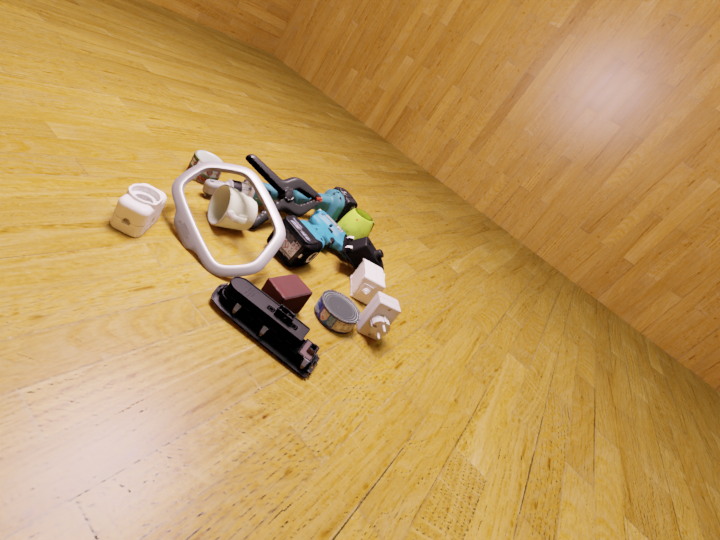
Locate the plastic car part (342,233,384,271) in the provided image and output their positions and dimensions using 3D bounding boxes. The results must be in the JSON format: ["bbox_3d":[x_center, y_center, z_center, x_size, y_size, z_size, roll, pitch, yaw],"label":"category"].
[{"bbox_3d":[0.015,-0.034,0.983,0.111,0.073,0.067,51,30,-28],"label":"plastic car part"}]

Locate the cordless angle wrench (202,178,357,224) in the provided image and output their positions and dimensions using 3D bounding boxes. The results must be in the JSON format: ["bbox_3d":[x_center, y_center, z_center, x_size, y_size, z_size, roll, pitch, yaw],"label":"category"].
[{"bbox_3d":[-0.188,-0.180,1.046,0.402,0.098,0.078,2,41,-43],"label":"cordless angle wrench"}]

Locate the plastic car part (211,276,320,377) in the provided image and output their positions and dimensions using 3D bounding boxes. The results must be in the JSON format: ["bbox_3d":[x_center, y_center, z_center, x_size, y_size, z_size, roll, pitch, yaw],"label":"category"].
[{"bbox_3d":[-0.146,0.078,0.663,0.206,0.067,0.065,34,32,7],"label":"plastic car part"}]

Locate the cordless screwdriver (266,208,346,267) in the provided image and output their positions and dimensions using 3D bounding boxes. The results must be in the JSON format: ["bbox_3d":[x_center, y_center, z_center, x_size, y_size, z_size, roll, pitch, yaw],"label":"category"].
[{"bbox_3d":[-0.094,-0.061,0.961,0.162,0.075,0.243,45,22,7],"label":"cordless screwdriver"}]

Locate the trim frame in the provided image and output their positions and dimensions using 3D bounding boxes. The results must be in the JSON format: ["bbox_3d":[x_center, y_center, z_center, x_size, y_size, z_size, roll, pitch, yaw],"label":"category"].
[{"bbox_3d":[-0.246,-0.100,0.779,0.180,0.027,0.255,-23,74,-23],"label":"trim frame"}]
